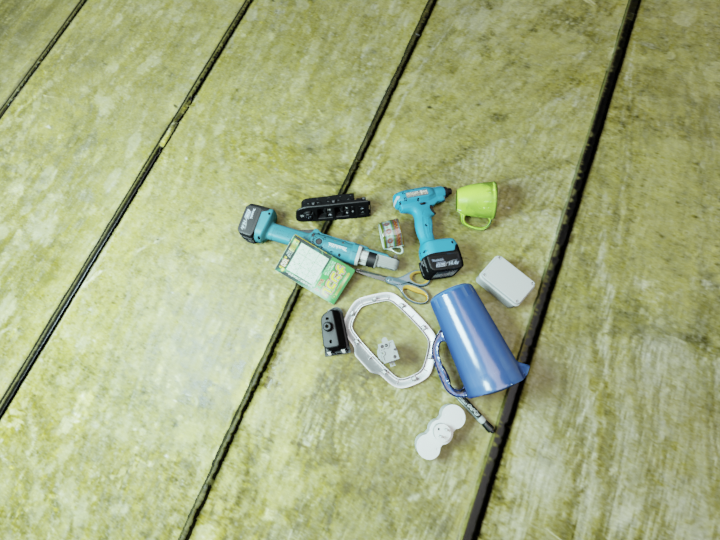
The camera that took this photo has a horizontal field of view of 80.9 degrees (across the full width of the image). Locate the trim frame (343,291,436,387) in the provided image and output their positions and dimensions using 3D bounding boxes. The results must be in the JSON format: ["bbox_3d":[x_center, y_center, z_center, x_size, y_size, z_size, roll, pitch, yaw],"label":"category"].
[{"bbox_3d":[0.072,0.166,1.037,0.183,0.027,0.255,-42,75,-7],"label":"trim frame"}]

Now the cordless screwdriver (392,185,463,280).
[{"bbox_3d":[0.195,-0.107,1.086,0.157,0.073,0.256,-13,68,-10],"label":"cordless screwdriver"}]

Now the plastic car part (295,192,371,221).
[{"bbox_3d":[-0.078,-0.174,1.138,0.204,0.064,0.069,-9,64,2],"label":"plastic car part"}]

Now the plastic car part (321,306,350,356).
[{"bbox_3d":[-0.071,0.146,1.029,0.067,0.068,0.119,-13,75,11],"label":"plastic car part"}]

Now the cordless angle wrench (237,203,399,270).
[{"bbox_3d":[-0.108,-0.071,1.105,0.430,0.072,0.098,17,76,8],"label":"cordless angle wrench"}]
